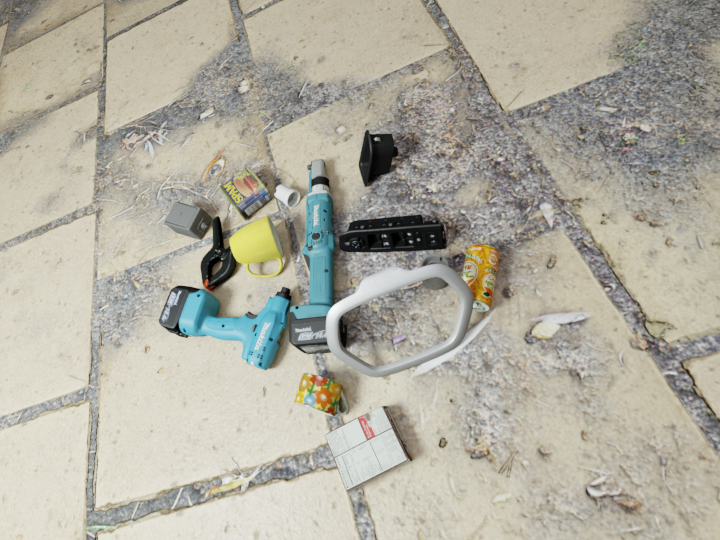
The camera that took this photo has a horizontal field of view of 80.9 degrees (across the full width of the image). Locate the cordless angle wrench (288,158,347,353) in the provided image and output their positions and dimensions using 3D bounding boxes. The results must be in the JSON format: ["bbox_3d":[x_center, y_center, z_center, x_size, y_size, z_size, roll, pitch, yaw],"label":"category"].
[{"bbox_3d":[-0.083,-0.054,0.844,0.100,0.071,0.434,-9,61,13],"label":"cordless angle wrench"}]

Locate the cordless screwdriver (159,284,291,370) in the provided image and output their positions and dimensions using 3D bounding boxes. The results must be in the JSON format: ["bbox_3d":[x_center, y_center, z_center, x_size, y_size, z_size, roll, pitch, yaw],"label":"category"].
[{"bbox_3d":[-0.262,0.083,0.838,0.258,0.071,0.160,13,71,19],"label":"cordless screwdriver"}]

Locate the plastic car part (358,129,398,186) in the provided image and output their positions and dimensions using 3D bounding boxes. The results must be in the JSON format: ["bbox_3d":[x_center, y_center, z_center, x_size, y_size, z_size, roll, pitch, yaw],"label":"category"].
[{"bbox_3d":[0.040,-0.236,0.870,0.070,0.115,0.068,-7,63,-14],"label":"plastic car part"}]

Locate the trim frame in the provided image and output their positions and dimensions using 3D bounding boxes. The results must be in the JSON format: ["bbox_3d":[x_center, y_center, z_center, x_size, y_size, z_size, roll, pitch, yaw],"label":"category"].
[{"bbox_3d":[0.064,0.082,0.690,0.250,0.178,0.028,-22,20,7],"label":"trim frame"}]

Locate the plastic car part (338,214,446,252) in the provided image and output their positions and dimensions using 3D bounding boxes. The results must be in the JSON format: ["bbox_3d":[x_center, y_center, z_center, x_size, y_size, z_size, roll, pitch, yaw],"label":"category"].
[{"bbox_3d":[0.055,-0.074,0.809,0.208,0.063,0.069,-6,55,16],"label":"plastic car part"}]
